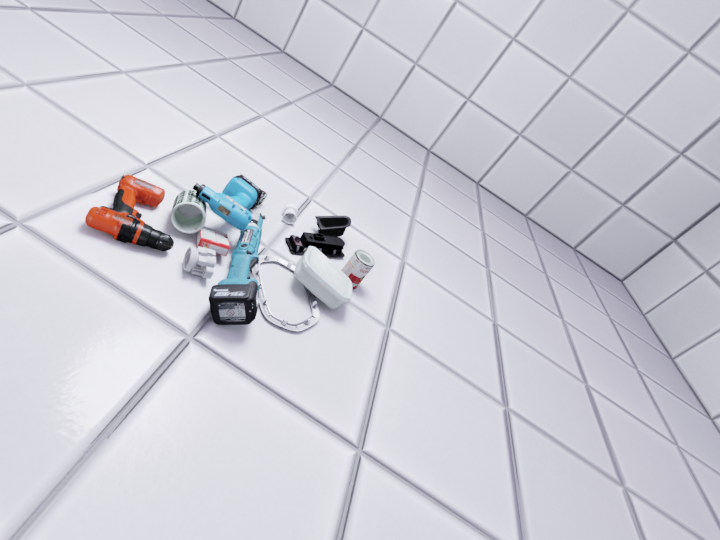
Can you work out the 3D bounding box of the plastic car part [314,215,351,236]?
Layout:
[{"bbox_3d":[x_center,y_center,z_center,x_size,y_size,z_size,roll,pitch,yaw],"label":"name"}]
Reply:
[{"bbox_3d":[-0.089,-0.133,1.354,0.113,0.070,0.069,-3,47,-24],"label":"plastic car part"}]

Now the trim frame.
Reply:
[{"bbox_3d":[-0.190,0.048,1.055,0.175,0.027,0.260,10,40,-33],"label":"trim frame"}]

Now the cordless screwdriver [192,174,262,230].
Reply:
[{"bbox_3d":[-0.349,-0.200,1.129,0.155,0.074,0.255,35,15,-16],"label":"cordless screwdriver"}]

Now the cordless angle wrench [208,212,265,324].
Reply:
[{"bbox_3d":[-0.280,-0.037,1.033,0.097,0.072,0.437,-2,34,-5],"label":"cordless angle wrench"}]

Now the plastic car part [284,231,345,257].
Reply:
[{"bbox_3d":[-0.124,-0.081,1.265,0.192,0.067,0.070,9,33,-40],"label":"plastic car part"}]
